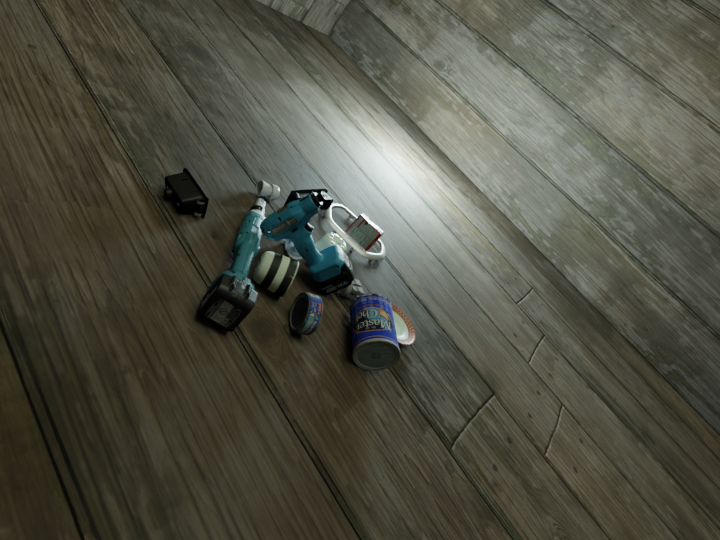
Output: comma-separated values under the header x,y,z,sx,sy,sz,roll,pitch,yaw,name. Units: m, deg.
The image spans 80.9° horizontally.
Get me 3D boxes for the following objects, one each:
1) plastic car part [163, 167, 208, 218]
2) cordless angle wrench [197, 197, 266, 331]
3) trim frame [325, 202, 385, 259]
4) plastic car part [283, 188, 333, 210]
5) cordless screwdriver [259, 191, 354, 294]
x,y,z,sx,sy,sz,roll,pitch,yaw,name
-0.395,-0.170,0.935,0.068,0.066,0.121,-23,64,-42,plastic car part
-0.247,-0.052,0.913,0.071,0.099,0.436,33,27,-23,cordless angle wrench
-0.018,-0.122,1.322,0.251,0.028,0.181,41,31,5,trim frame
-0.140,-0.202,1.233,0.069,0.066,0.198,30,25,16,plastic car part
-0.095,-0.062,0.967,0.236,0.162,0.077,50,21,-33,cordless screwdriver
